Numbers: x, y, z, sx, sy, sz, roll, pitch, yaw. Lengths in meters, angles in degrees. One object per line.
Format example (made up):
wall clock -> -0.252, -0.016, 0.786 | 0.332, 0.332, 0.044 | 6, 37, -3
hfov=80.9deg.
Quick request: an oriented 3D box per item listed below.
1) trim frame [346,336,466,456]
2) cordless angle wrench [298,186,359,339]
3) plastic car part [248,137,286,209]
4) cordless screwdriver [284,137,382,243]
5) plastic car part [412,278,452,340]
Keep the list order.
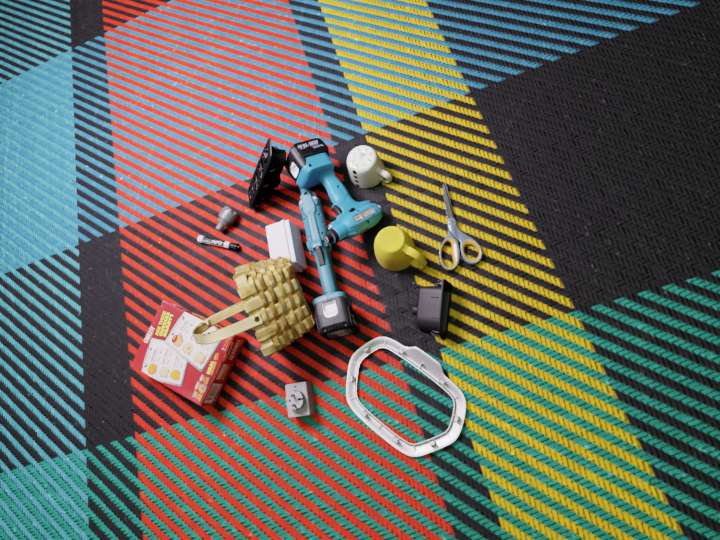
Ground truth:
trim frame -> 0.083, 0.244, 0.839 | 0.260, 0.026, 0.184 | 34, 84, 24
cordless angle wrench -> -0.094, -0.061, 0.958 | 0.075, 0.094, 0.437 | -18, 65, 6
plastic car part -> -0.220, -0.224, 1.003 | 0.065, 0.203, 0.068 | 8, 58, -20
cordless screwdriver -> -0.081, -0.174, 0.942 | 0.155, 0.074, 0.255 | -31, 74, -34
plastic car part -> 0.142, 0.077, 0.860 | 0.074, 0.062, 0.117 | 6, 78, 31
